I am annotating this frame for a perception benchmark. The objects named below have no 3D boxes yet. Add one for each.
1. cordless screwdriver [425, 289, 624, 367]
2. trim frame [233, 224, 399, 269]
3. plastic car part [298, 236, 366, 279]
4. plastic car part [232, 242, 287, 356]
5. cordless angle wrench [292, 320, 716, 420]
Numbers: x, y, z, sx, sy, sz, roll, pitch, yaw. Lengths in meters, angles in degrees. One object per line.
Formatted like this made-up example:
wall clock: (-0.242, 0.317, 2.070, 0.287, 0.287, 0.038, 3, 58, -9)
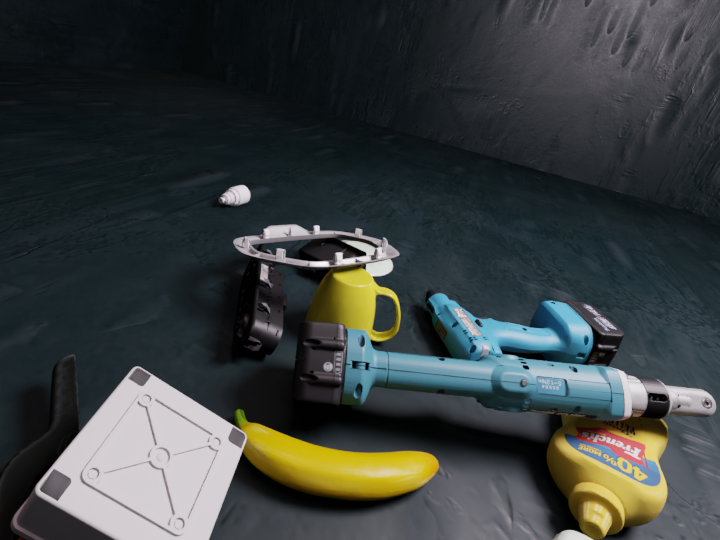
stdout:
cordless screwdriver: (0.226, 0.081, 0.619, 0.243, 0.073, 0.166, 2, 28, -14)
trim frame: (-0.059, -0.038, 0.601, 0.238, 0.027, 0.195, -11, 22, -41)
plastic car part: (-0.055, -0.013, 0.697, 0.123, 0.064, 0.069, 26, 42, 31)
plastic car part: (-0.130, 0.043, 0.551, 0.065, 0.066, 0.209, 34, 19, -20)
cordless angle wrench: (0.145, 0.114, 0.429, 0.423, 0.075, 0.096, 6, -17, -1)
